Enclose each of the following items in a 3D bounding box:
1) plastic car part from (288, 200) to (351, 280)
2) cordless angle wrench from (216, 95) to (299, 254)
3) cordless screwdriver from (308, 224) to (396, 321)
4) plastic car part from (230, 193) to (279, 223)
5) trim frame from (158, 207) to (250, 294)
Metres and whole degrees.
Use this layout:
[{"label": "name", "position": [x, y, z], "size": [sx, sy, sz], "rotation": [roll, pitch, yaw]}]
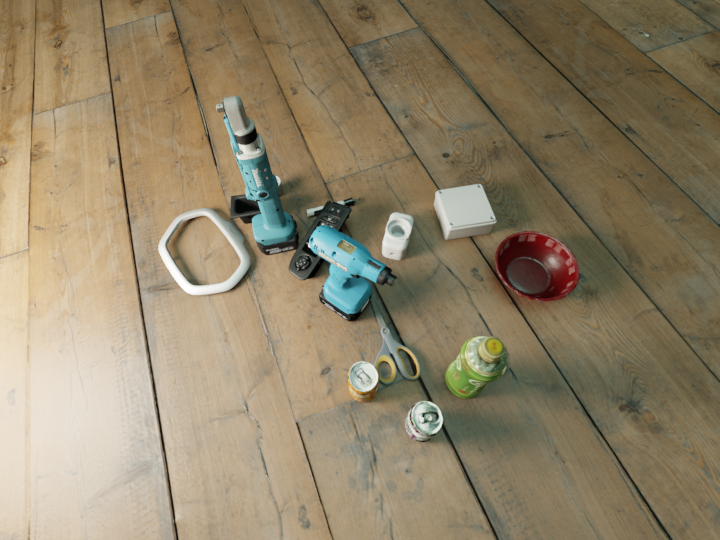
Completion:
[{"label": "plastic car part", "position": [-0.093, -0.061, 0.951], "size": [0.068, 0.065, 0.203], "rotation": [24, 66, 15]}, {"label": "cordless angle wrench", "position": [-0.194, -0.166, 0.822], "size": [0.097, 0.410, 0.077], "rotation": [-10, 63, -5]}, {"label": "cordless screwdriver", "position": [-0.012, 0.023, 0.796], "size": [0.165, 0.241, 0.074], "rotation": [32, 67, 17]}, {"label": "plastic car part", "position": [-0.245, -0.143, 1.009], "size": [0.117, 0.068, 0.068], "rotation": [-6, 62, 1]}, {"label": "trim frame", "position": [-0.365, -0.048, 0.992], "size": [0.182, 0.026, 0.260], "rotation": [-37, 64, -15]}]
